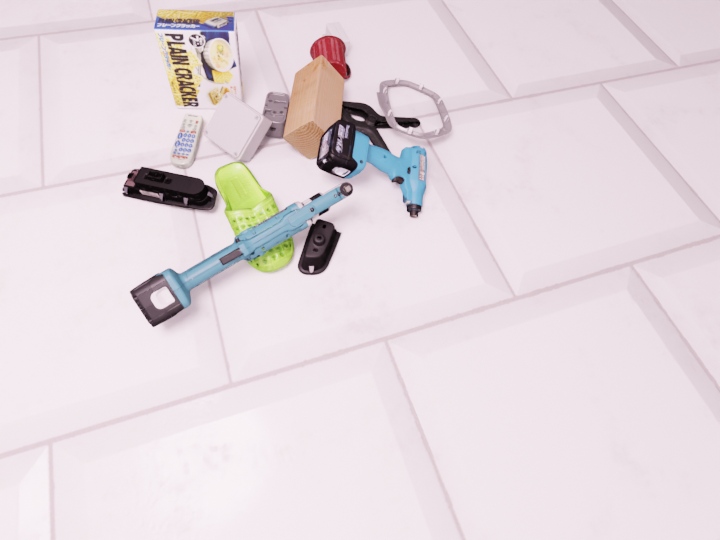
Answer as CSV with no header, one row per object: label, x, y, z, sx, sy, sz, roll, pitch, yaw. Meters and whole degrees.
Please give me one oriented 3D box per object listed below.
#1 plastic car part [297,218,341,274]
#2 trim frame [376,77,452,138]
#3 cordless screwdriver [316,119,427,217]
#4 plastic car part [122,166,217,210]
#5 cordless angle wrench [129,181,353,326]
plastic car part,-0.081,-0.053,0.828,0.066,0.069,0.118,17,59,2
trim frame,0.128,-0.400,1.030,0.181,0.027,0.257,3,53,-9
cordless screwdriver,0.033,-0.208,0.882,0.239,0.076,0.161,11,74,-25
plastic car part,-0.390,-0.174,0.862,0.205,0.065,0.067,14,57,5
cordless angle wrench,-0.195,-0.048,0.757,0.419,0.101,0.073,-32,103,-10
